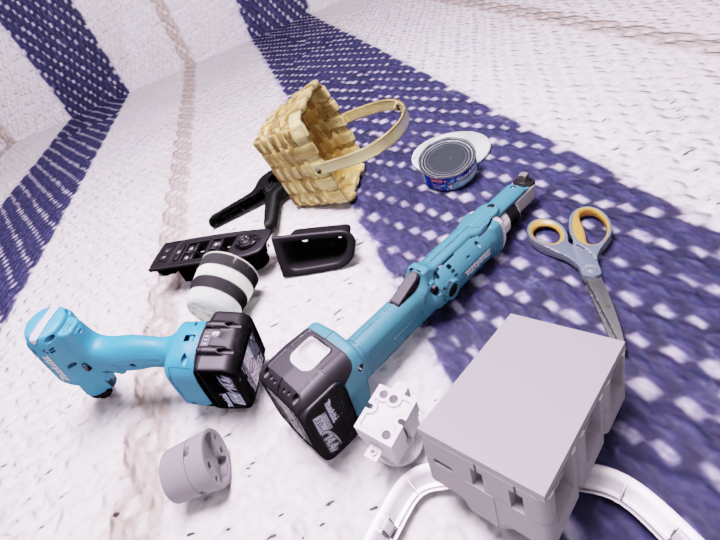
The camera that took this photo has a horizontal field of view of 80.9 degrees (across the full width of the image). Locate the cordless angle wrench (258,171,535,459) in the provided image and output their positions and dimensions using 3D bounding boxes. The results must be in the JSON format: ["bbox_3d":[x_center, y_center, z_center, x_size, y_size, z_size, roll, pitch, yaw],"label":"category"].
[{"bbox_3d":[0.080,0.012,0.471,0.417,0.094,0.079,-40,42,-25],"label":"cordless angle wrench"}]

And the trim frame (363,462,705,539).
[{"bbox_3d":[0.111,0.214,0.271,0.255,0.026,0.188,-8,43,16],"label":"trim frame"}]

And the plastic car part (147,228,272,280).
[{"bbox_3d":[-0.225,-0.018,0.656,0.208,0.064,0.067,-11,33,20],"label":"plastic car part"}]

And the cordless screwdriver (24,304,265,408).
[{"bbox_3d":[-0.238,0.112,0.492,0.252,0.153,0.076,3,46,7],"label":"cordless screwdriver"}]

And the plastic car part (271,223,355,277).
[{"bbox_3d":[-0.060,-0.039,0.615,0.119,0.064,0.072,-9,27,12],"label":"plastic car part"}]
